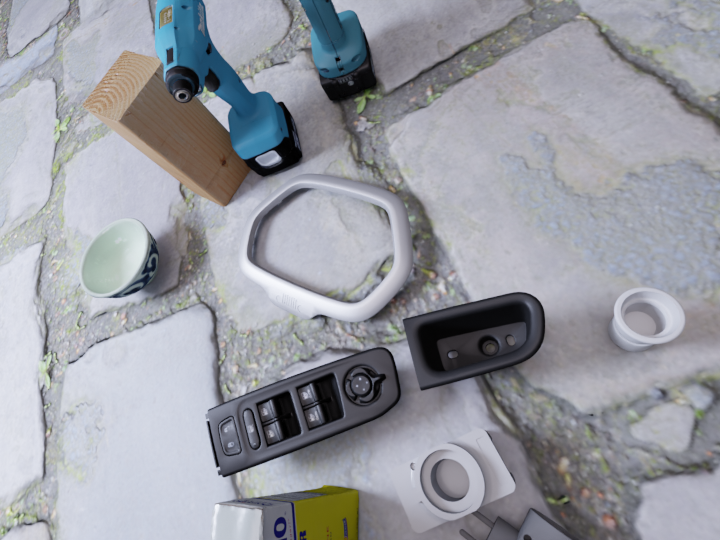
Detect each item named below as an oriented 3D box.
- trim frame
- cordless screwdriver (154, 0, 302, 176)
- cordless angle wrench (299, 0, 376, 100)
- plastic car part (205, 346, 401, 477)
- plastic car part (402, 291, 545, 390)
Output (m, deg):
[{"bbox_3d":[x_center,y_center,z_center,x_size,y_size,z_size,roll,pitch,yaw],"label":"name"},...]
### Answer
[{"bbox_3d":[-0.051,-0.034,0.525,0.261,0.026,0.184,19,76,29],"label":"trim frame"},{"bbox_3d":[-0.155,-0.201,0.521,0.075,0.236,0.165,-20,63,12],"label":"cordless screwdriver"},{"bbox_3d":[-0.078,-0.365,0.463,0.076,0.402,0.101,-13,65,15],"label":"cordless angle wrench"},{"bbox_3d":[-0.051,0.141,0.426,0.205,0.064,0.069,-25,61,11],"label":"plastic car part"},{"bbox_3d":[0.108,0.067,0.387,0.119,0.067,0.068,-18,63,15],"label":"plastic car part"}]
